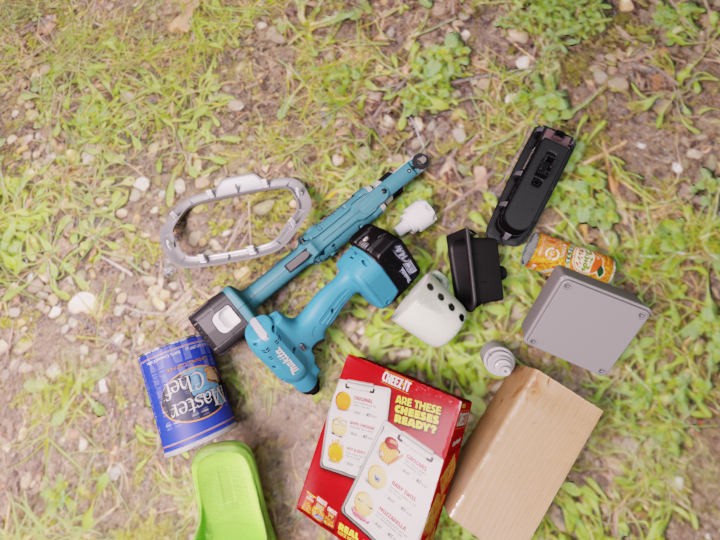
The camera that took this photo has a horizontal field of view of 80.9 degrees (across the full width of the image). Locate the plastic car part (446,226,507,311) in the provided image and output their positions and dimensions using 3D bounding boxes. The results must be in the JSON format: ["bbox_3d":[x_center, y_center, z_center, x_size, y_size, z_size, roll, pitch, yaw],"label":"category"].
[{"bbox_3d":[0.174,-0.002,0.613,0.070,0.066,0.118,-6,82,-11],"label":"plastic car part"}]

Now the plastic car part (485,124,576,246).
[{"bbox_3d":[0.258,-0.127,0.625,0.067,0.067,0.203,29,86,2],"label":"plastic car part"}]

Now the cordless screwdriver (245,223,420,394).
[{"bbox_3d":[-0.027,0.061,0.601,0.247,0.151,0.078,-41,37,-11],"label":"cordless screwdriver"}]

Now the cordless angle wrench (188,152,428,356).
[{"bbox_3d":[-0.062,-0.041,0.637,0.421,0.099,0.074,-40,95,-6],"label":"cordless angle wrench"}]

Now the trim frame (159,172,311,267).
[{"bbox_3d":[-0.198,-0.083,0.655,0.252,0.026,0.190,-11,49,9],"label":"trim frame"}]
